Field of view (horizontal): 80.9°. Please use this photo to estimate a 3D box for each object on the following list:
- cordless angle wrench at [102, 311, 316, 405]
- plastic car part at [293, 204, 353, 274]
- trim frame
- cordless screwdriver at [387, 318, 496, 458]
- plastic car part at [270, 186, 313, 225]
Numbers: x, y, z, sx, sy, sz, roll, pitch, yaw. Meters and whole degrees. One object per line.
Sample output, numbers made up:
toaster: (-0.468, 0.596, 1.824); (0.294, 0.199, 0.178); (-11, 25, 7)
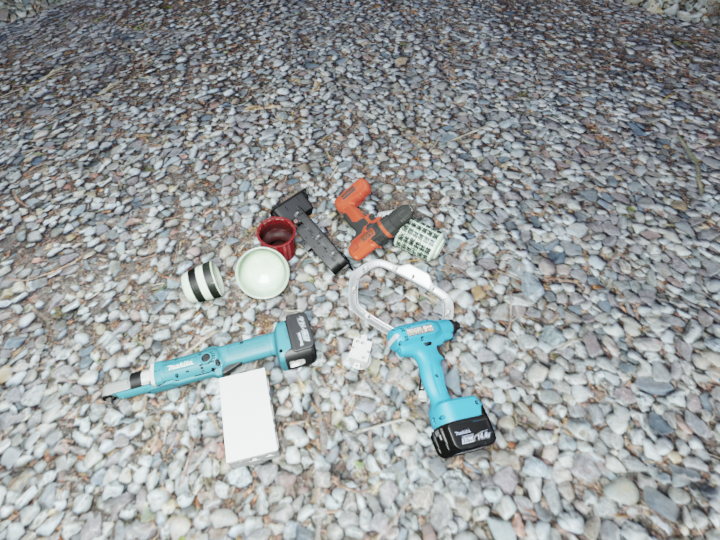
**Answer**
cordless angle wrench: (-0.302, 0.187, 0.849); (0.419, 0.072, 0.102); (-14, 55, -6)
plastic car part: (-0.099, -0.065, 1.014); (0.066, 0.065, 0.209); (-42, 74, -13)
trim frame: (0.087, 0.062, 0.952); (0.259, 0.026, 0.183); (28, 58, 22)
cordless screwdriver: (0.167, 0.208, 0.803); (0.155, 0.073, 0.259); (-10, 57, -22)
plastic car part: (-0.169, -0.152, 1.100); (0.115, 0.065, 0.073); (-39, 78, -21)
